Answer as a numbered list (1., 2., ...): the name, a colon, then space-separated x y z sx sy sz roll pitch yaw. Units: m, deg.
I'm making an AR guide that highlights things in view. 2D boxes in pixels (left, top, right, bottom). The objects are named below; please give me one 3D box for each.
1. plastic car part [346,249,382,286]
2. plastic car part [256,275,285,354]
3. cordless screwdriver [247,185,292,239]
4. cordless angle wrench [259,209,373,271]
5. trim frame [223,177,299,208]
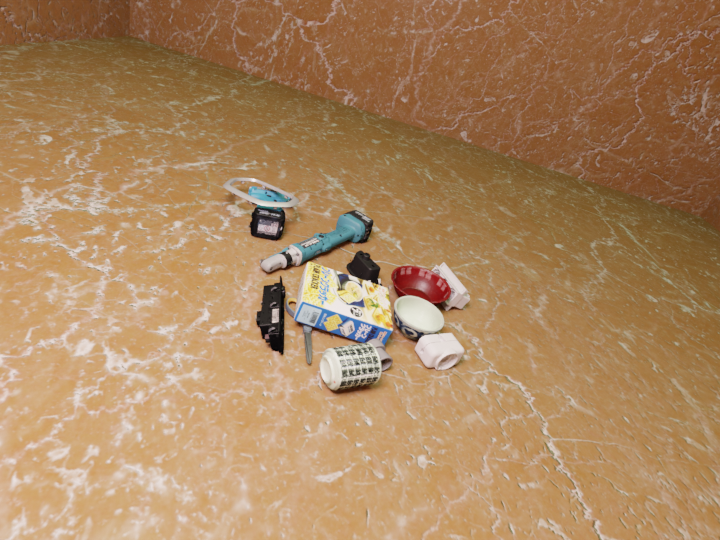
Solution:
1. plastic car part: 0.012 -0.012 1.161 0.063 0.070 0.123 -7 42 -37
2. plastic car part: -0.193 0.092 0.929 0.067 0.064 0.209 -10 35 3
3. cordless screwdriver: -0.266 -0.185 1.301 0.155 0.073 0.259 6 30 -17
4. cordless angle wrench: -0.118 -0.077 1.207 0.102 0.073 0.411 33 38 24
5. trim frame: -0.302 -0.236 1.285 0.260 0.027 0.179 25 29 26
